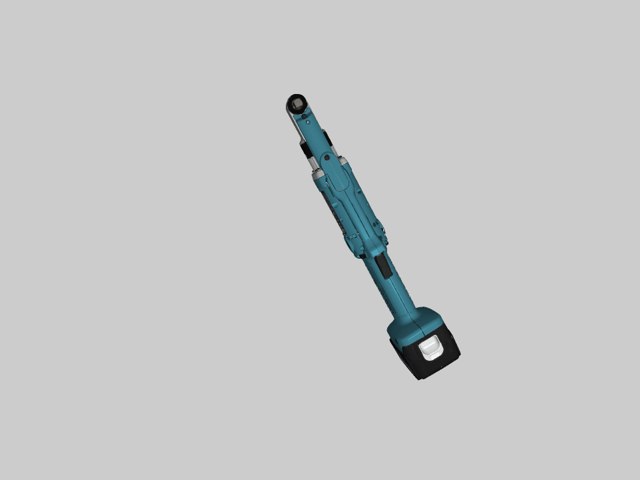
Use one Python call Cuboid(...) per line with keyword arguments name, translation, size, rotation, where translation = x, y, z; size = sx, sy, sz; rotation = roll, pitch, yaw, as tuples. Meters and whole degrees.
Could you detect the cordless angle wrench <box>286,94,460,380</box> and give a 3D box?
Cuboid(name="cordless angle wrench", translation=(0.063, -0.004, 0.591), size=(0.074, 0.423, 0.098), rotation=(-30, 10, -4))
